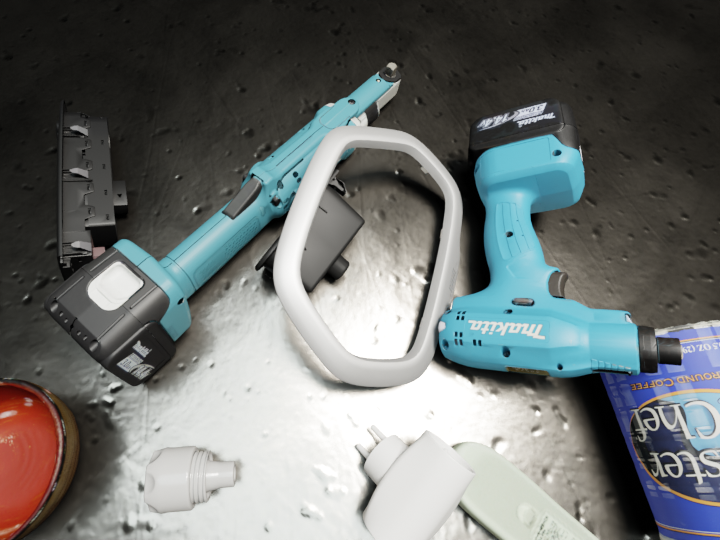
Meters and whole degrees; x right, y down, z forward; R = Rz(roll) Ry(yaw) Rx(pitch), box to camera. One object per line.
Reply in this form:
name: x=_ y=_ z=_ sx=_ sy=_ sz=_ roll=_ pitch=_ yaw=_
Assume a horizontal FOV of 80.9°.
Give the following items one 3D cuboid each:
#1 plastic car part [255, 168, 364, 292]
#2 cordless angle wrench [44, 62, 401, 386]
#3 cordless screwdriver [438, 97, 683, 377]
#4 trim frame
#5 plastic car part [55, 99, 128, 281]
plastic car part: x=-0.039 y=-0.026 z=0.402 sx=0.070 sy=0.066 sz=0.116 roll=35 pitch=70 yaw=-5
cordless angle wrench: x=-0.084 y=-0.083 z=0.414 sx=0.076 sy=0.096 sz=0.420 roll=36 pitch=64 yaw=10
cordless screwdriver: x=0.164 y=-0.034 z=0.367 sx=0.166 sy=0.070 sz=0.252 roll=-3 pitch=61 yaw=33
trim frame: x=0.021 y=-0.023 z=0.377 sx=0.178 sy=0.028 sz=0.251 roll=26 pitch=62 yaw=-18
plastic car part: x=-0.269 y=-0.087 z=0.417 sx=0.065 sy=0.066 sz=0.210 roll=-13 pitch=66 yaw=-21
